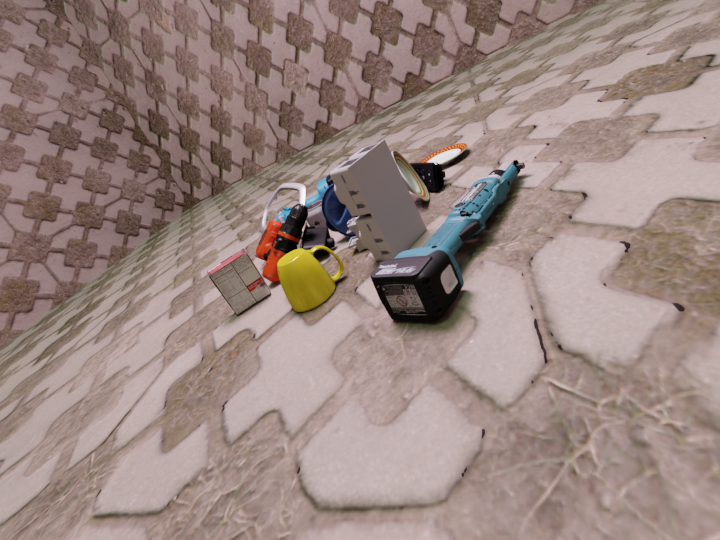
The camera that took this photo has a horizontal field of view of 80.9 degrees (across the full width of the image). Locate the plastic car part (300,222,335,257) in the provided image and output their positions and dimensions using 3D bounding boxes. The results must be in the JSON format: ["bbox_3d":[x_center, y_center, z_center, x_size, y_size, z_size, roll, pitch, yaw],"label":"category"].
[{"bbox_3d":[-0.093,-0.061,0.954,0.071,0.064,0.119,-12,28,5],"label":"plastic car part"}]

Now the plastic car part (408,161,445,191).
[{"bbox_3d":[0.143,-0.232,1.017,0.066,0.064,0.212,-25,20,-19],"label":"plastic car part"}]

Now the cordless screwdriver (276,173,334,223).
[{"bbox_3d":[-0.155,-0.222,1.334,0.250,0.072,0.163,-30,22,8],"label":"cordless screwdriver"}]

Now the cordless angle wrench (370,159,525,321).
[{"bbox_3d":[0.168,-0.080,0.668,0.102,0.072,0.417,-6,30,45],"label":"cordless angle wrench"}]

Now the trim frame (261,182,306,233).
[{"bbox_3d":[-0.225,-0.168,1.229,0.262,0.026,0.184,17,85,52],"label":"trim frame"}]
